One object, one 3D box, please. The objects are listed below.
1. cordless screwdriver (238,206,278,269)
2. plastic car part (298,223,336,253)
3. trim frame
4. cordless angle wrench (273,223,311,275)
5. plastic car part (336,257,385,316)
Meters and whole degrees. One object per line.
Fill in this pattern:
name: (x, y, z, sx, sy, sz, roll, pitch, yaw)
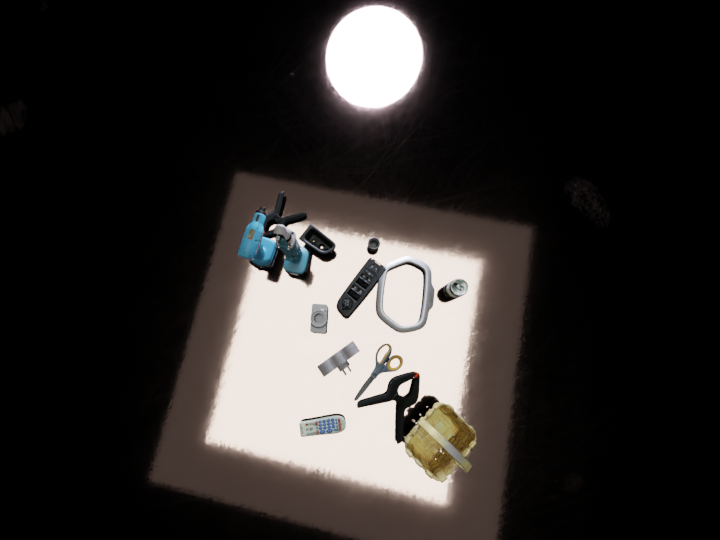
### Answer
cordless screwdriver: (-0.312, -0.093, 1.326, 0.075, 0.245, 0.160, 16, 79, 2)
plastic car part: (-0.137, -0.090, 1.404, 0.119, 0.069, 0.066, 37, 81, 10)
trim frame: (0.147, 0.076, 1.367, 0.186, 0.027, 0.251, 6, 77, 5)
cordless angle wrench: (-0.202, -0.064, 1.224, 0.075, 0.417, 0.099, 12, 79, 1)
plastic car part: (-0.004, 0.058, 1.361, 0.068, 0.066, 0.202, 37, 81, 8)
